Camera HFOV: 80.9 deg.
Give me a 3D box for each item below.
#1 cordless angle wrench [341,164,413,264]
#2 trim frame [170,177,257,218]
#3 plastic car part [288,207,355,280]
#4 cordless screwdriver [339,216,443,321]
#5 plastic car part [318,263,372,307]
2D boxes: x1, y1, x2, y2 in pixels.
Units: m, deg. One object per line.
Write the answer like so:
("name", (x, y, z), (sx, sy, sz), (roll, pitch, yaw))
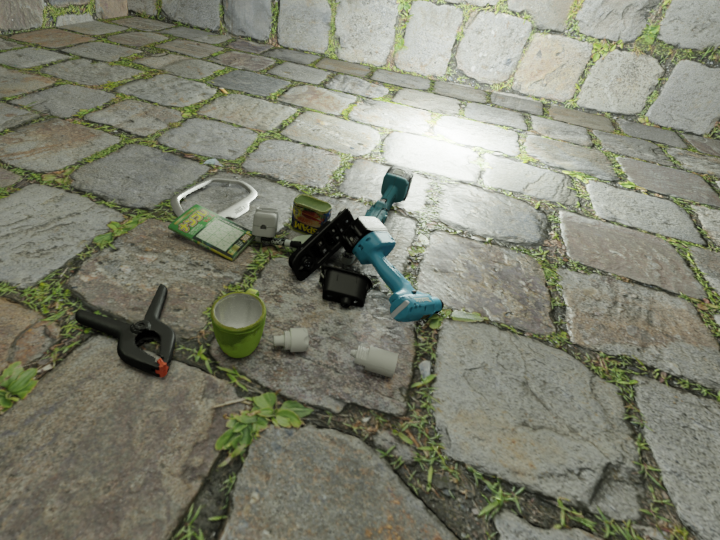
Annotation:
("cordless angle wrench", (0.042, -0.146, 1.119), (0.076, 0.095, 0.422), (20, 44, 11))
("trim frame", (-0.390, -0.190, 1.134), (0.191, 0.027, 0.245), (22, 38, 18))
("plastic car part", (-0.094, -0.062, 0.965), (0.071, 0.063, 0.201), (13, 51, 41))
("cordless screwdriver", (0.072, -0.003, 0.902), (0.151, 0.075, 0.260), (2, 47, -48))
("plastic car part", (-0.034, 0.042, 0.888), (0.117, 0.065, 0.072), (15, 53, 2))
